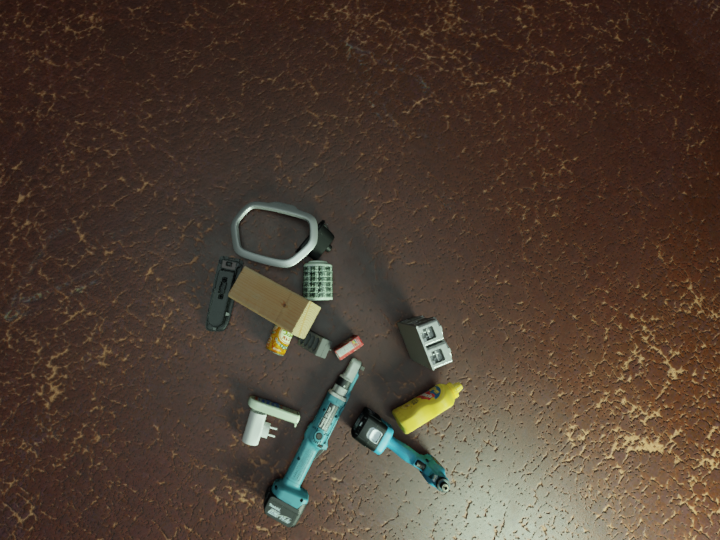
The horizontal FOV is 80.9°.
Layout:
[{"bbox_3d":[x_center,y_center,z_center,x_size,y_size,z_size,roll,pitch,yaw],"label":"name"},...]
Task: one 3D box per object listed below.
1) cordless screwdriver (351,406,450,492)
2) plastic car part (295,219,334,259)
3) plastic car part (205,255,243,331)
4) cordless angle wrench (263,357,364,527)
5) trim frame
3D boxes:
[{"bbox_3d":[0.100,0.447,1.043,0.250,0.158,0.074,33,82,1],"label":"cordless screwdriver"},{"bbox_3d":[-0.113,-0.074,1.154,0.069,0.068,0.116,45,78,-16],"label":"plastic car part"},{"bbox_3d":[-0.363,0.064,1.118,0.065,0.068,0.204,12,85,-12],"label":"plastic car part"},{"bbox_3d":[-0.107,0.419,1.081,0.098,0.074,0.423,29,79,-2],"label":"cordless angle wrench"},{"bbox_3d":[-0.233,-0.103,1.129,0.256,0.026,0.186,13,72,16],"label":"trim frame"}]
